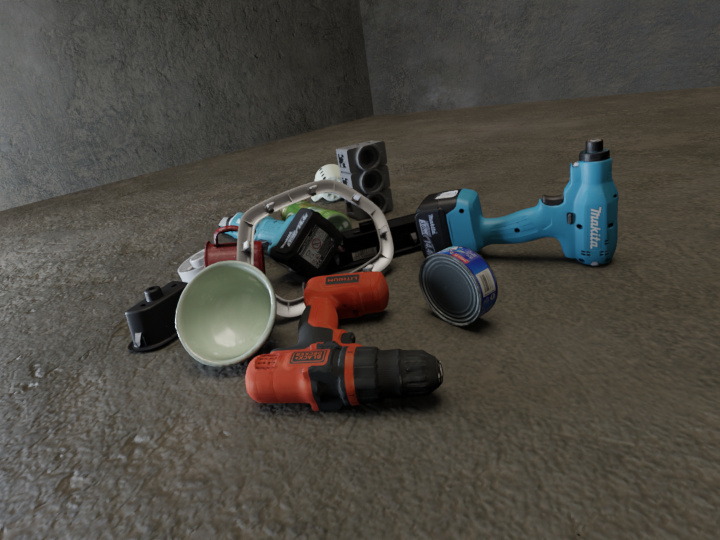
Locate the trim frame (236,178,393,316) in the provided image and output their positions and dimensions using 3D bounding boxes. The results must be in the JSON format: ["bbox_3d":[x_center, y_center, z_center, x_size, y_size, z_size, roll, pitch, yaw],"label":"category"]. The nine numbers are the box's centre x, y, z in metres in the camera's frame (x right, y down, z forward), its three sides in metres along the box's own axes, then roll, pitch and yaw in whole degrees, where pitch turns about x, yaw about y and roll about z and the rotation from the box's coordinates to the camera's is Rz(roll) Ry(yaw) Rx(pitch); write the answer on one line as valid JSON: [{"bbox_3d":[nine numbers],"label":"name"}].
[{"bbox_3d":[-0.059,-0.038,0.600,0.242,0.187,0.028,-27,-10,-29],"label":"trim frame"}]

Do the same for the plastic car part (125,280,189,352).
[{"bbox_3d":[-0.269,0.053,0.580,0.069,0.069,0.114,1,22,27],"label":"plastic car part"}]

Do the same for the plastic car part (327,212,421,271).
[{"bbox_3d":[0.034,-0.055,0.706,0.200,0.066,0.068,-11,15,-9],"label":"plastic car part"}]

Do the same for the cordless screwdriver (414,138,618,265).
[{"bbox_3d":[0.206,-0.088,0.585,0.259,0.155,0.073,0,23,28],"label":"cordless screwdriver"}]

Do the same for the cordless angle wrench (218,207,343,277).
[{"bbox_3d":[-0.192,-0.075,0.816,0.445,0.070,0.098,16,72,54],"label":"cordless angle wrench"}]
